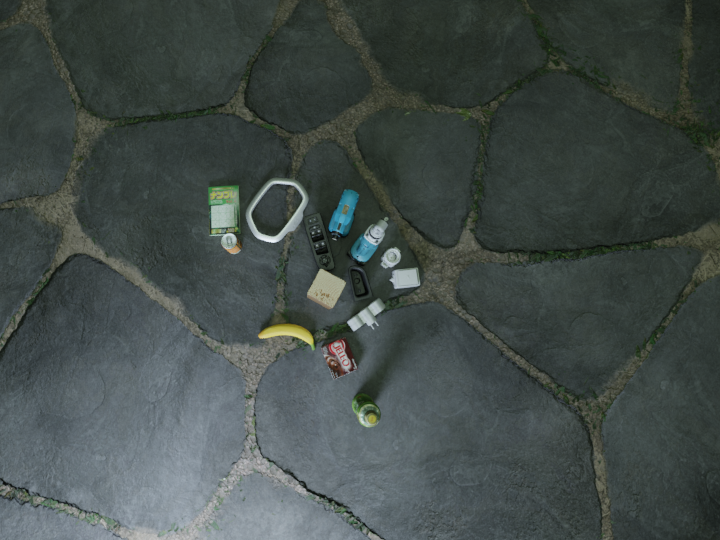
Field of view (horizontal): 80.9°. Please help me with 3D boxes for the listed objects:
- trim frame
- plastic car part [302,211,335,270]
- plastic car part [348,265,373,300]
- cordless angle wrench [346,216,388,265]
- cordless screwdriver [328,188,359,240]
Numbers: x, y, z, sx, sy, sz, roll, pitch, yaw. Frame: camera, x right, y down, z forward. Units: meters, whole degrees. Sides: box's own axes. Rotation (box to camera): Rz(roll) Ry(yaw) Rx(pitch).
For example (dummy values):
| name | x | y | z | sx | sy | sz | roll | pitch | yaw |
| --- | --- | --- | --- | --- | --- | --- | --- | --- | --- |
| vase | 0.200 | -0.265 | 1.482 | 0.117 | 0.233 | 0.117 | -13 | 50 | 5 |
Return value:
| name | x | y | z | sx | sy | sz | roll | pitch | yaw |
| --- | --- | --- | --- | --- | --- | --- | --- | --- | --- |
| trim frame | -0.293 | -0.217 | 1.495 | 0.186 | 0.027 | 0.248 | 33 | 81 | 4 |
| plastic car part | -0.142 | -0.093 | 1.456 | 0.066 | 0.066 | 0.206 | -17 | 81 | -6 |
| plastic car part | -0.007 | 0.041 | 1.434 | 0.065 | 0.070 | 0.118 | -14 | 82 | -6 |
| cordless angle wrench | 0.028 | -0.090 | 1.281 | 0.074 | 0.422 | 0.098 | 37 | 81 | -1 |
| cordless screwdriver | -0.064 | -0.156 | 1.378 | 0.074 | 0.248 | 0.160 | 20 | 81 | -4 |
